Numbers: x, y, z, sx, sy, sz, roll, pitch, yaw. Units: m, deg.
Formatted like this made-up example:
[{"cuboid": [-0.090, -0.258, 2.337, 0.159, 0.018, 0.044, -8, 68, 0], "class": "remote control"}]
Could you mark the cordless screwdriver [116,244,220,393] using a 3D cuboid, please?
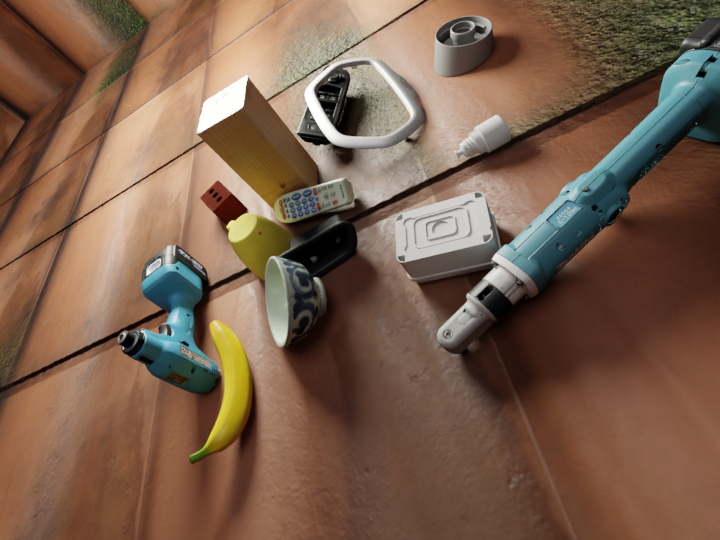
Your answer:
[{"cuboid": [-0.297, 0.058, 0.648, 0.075, 0.150, 0.262, -36, 45, 6], "class": "cordless screwdriver"}]

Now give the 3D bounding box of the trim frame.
[{"cuboid": [0.005, -0.297, 0.743, 0.183, 0.026, 0.260, -24, 57, -3], "class": "trim frame"}]

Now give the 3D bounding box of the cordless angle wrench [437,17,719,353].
[{"cuboid": [0.236, -0.069, 0.432, 0.423, 0.092, 0.078, -45, 49, 3], "class": "cordless angle wrench"}]

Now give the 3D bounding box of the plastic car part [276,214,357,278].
[{"cuboid": [-0.062, -0.040, 0.631, 0.117, 0.063, 0.074, -33, 33, 5], "class": "plastic car part"}]

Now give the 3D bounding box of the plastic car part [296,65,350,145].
[{"cuboid": [-0.062, -0.309, 0.807, 0.068, 0.065, 0.206, 7, 64, 10], "class": "plastic car part"}]
